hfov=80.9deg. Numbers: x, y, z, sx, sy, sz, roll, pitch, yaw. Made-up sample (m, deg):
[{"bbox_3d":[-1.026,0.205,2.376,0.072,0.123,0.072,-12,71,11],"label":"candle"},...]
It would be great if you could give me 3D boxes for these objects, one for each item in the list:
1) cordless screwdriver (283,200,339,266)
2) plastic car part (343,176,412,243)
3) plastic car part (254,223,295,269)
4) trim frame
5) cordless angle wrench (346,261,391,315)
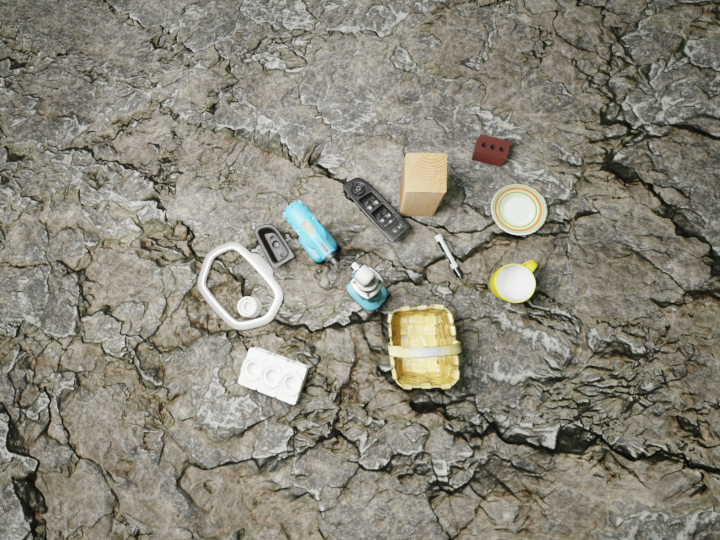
[{"bbox_3d":[-0.096,-0.063,0.986,0.074,0.244,0.162,-38,82,-3],"label":"cordless screwdriver"},{"bbox_3d":[0.038,-0.156,1.078,0.066,0.065,0.208,-41,78,-2],"label":"plastic car part"},{"bbox_3d":[-0.220,-0.065,1.091,0.066,0.069,0.119,-32,79,-1],"label":"plastic car part"},{"bbox_3d":[-0.315,0.039,1.105,0.184,0.027,0.254,-45,78,-2],"label":"trim frame"},{"bbox_3d":[0.014,0.033,0.868,0.100,0.416,0.074,44,86,6],"label":"cordless angle wrench"}]
